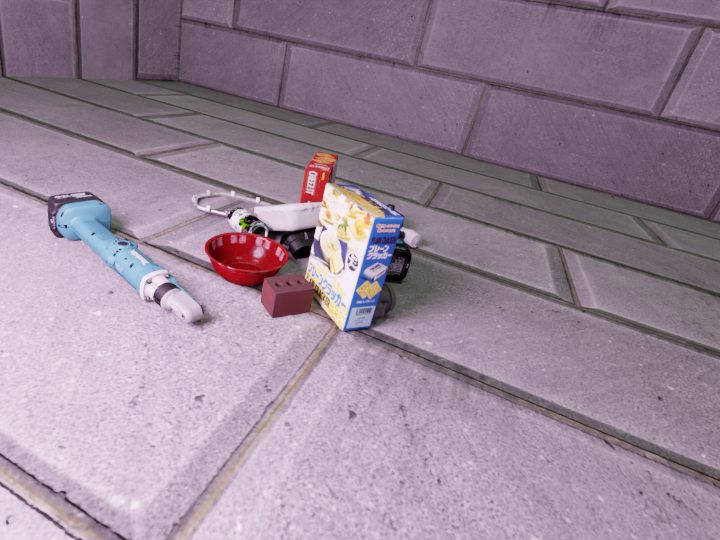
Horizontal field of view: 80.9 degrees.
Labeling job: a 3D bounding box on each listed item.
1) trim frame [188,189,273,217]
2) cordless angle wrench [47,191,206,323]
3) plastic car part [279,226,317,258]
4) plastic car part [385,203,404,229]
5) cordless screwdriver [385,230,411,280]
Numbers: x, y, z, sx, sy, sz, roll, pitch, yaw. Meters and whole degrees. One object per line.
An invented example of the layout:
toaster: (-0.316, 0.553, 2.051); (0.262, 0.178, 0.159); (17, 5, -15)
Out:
trim frame: (-0.331, -0.171, 1.122); (0.251, 0.027, 0.186); (15, 27, 3)
cordless angle wrench: (-0.420, -0.026, 0.748); (0.444, 0.073, 0.094); (30, 30, 28)
plastic car part: (-0.095, -0.062, 0.975); (0.194, 0.066, 0.070); (-7, 58, -37)
plastic car part: (0.084, -0.152, 1.210); (0.063, 0.070, 0.123); (0, 31, -30)
cordless screwdriver: (0.061, -0.061, 1.019); (0.156, 0.073, 0.258); (6, 23, -15)
